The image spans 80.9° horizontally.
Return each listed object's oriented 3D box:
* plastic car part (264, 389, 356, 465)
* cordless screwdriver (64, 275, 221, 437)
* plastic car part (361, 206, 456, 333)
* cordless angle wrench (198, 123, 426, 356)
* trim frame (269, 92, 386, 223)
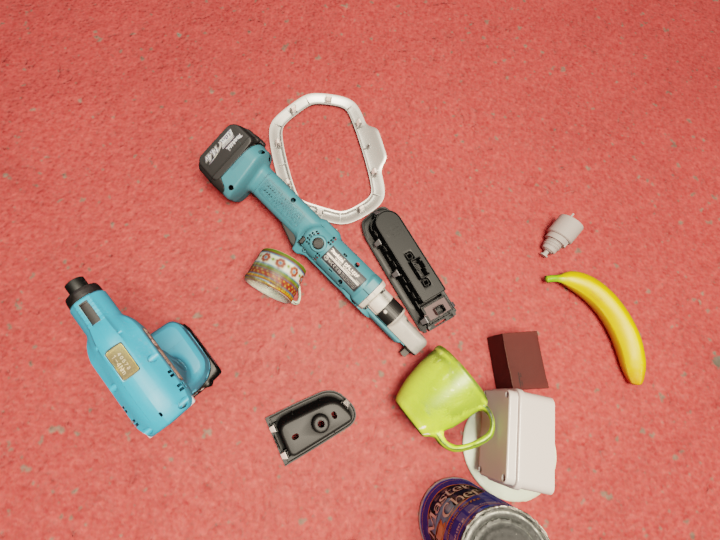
[{"bbox_3d":[-0.060,0.200,0.550,0.115,0.070,0.067,-26,80,-9],"label":"plastic car part"},{"bbox_3d":[-0.237,0.090,0.479,0.073,0.249,0.161,-38,88,-16],"label":"cordless screwdriver"},{"bbox_3d":[0.069,-0.011,0.634,0.066,0.065,0.209,-29,74,-7],"label":"plastic car part"},{"bbox_3d":[-0.061,-0.040,0.625,0.428,0.073,0.098,45,96,6],"label":"cordless angle wrench"},{"bbox_3d":[-0.052,-0.192,0.700,0.182,0.027,0.255,-12,72,-9],"label":"trim frame"}]
